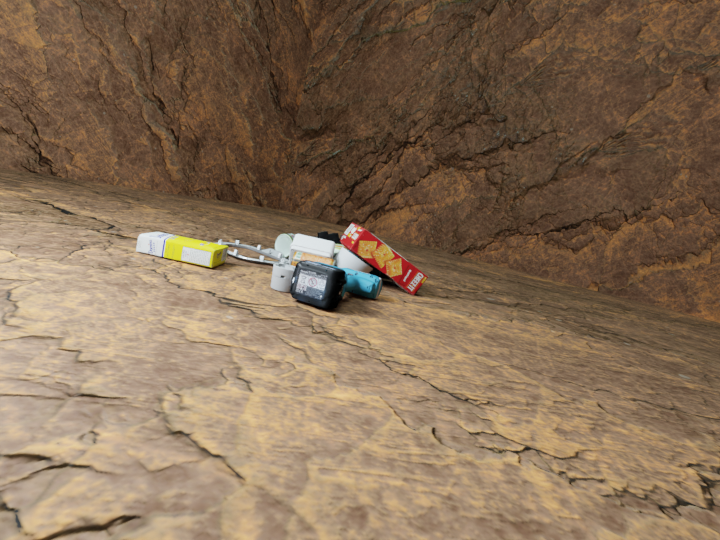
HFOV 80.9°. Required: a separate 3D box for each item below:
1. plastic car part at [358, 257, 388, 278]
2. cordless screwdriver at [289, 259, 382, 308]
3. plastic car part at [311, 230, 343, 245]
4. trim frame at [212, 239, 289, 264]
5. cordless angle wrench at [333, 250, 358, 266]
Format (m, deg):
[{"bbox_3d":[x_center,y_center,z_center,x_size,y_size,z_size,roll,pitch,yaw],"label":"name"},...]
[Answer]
[{"bbox_3d":[0.050,-0.006,1.266,0.114,0.065,0.073,13,22,-15],"label":"plastic car part"},{"bbox_3d":[-0.067,0.020,0.886,0.166,0.074,0.239,16,5,23],"label":"cordless screwdriver"},{"bbox_3d":[-0.129,-0.084,1.317,0.199,0.066,0.069,-17,17,-18],"label":"plastic car part"},{"bbox_3d":[-0.303,-0.053,1.171,0.262,0.027,0.175,17,9,40],"label":"trim frame"},{"bbox_3d":[-0.030,-0.046,1.362,0.101,0.074,0.413,14,11,14],"label":"cordless angle wrench"}]
